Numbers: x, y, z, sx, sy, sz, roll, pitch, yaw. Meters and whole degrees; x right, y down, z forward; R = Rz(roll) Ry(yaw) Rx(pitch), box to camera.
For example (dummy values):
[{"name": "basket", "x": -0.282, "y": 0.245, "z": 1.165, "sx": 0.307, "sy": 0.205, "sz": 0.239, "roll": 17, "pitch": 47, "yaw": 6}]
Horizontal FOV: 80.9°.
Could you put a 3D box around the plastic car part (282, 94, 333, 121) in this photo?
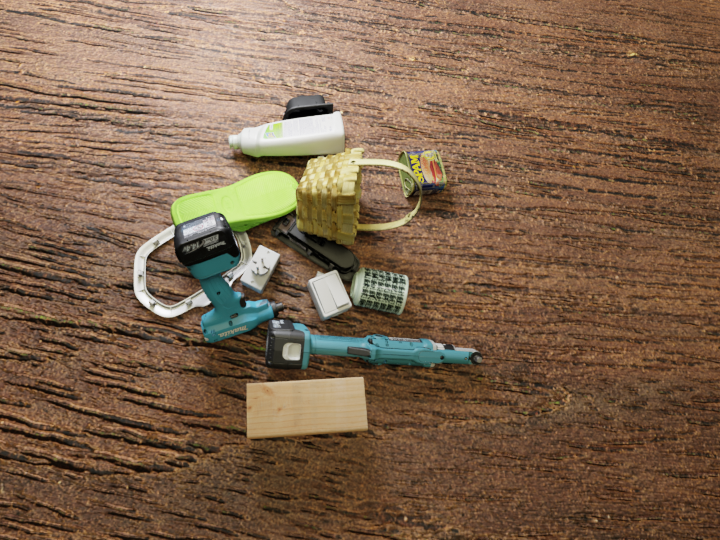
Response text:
[{"name": "plastic car part", "x": -0.125, "y": -0.377, "z": 0.980, "sx": 0.116, "sy": 0.064, "sz": 0.073, "roll": -3, "pitch": 59, "yaw": -5}]

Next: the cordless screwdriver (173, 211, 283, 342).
[{"name": "cordless screwdriver", "x": -0.233, "y": 0.016, "z": 0.765, "sx": 0.157, "sy": 0.240, "sz": 0.078, "roll": -16, "pitch": 36, "yaw": -14}]

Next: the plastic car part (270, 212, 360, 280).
[{"name": "plastic car part", "x": -0.086, "y": -0.056, "z": 0.880, "sx": 0.204, "sy": 0.067, "sz": 0.066, "roll": 35, "pitch": 65, "yaw": 2}]

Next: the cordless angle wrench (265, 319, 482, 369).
[{"name": "cordless angle wrench", "x": 0.032, "y": 0.153, "z": 0.813, "sx": 0.416, "sy": 0.100, "sz": 0.074, "roll": 5, "pitch": 93, "yaw": -9}]

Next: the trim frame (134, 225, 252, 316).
[{"name": "trim frame", "x": -0.340, "y": -0.017, "z": 0.857, "sx": 0.245, "sy": 0.027, "sz": 0.187, "roll": -34, "pitch": 80, "yaw": -17}]
